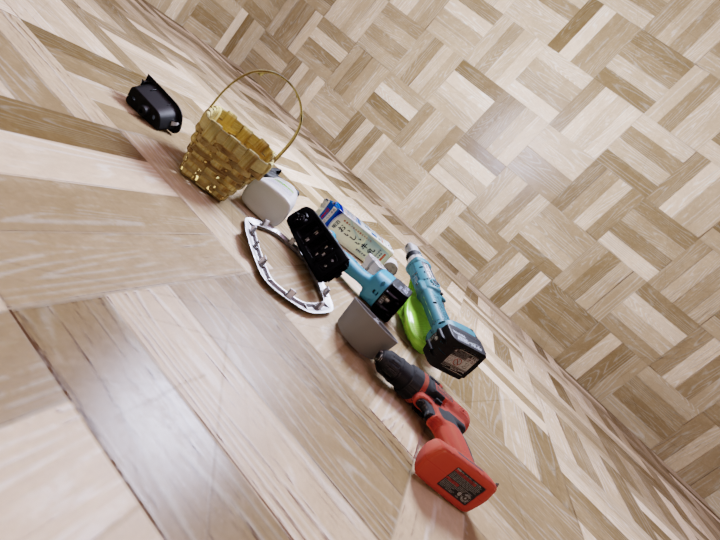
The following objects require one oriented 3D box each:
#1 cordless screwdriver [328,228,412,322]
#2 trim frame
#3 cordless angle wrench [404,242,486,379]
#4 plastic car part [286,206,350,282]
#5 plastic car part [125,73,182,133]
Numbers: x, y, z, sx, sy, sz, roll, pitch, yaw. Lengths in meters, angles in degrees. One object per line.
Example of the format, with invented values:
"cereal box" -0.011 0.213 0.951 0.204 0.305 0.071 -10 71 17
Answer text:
"cordless screwdriver" -0.006 -0.005 0.924 0.252 0.074 0.157 39 14 6
"trim frame" -0.126 -0.015 0.728 0.174 0.028 0.261 30 20 -36
"cordless angle wrench" 0.152 0.048 0.937 0.094 0.074 0.437 27 25 -21
"plastic car part" -0.078 -0.051 0.797 0.063 0.066 0.214 41 10 -49
"plastic car part" -0.412 -0.322 0.833 0.117 0.066 0.070 46 30 2
